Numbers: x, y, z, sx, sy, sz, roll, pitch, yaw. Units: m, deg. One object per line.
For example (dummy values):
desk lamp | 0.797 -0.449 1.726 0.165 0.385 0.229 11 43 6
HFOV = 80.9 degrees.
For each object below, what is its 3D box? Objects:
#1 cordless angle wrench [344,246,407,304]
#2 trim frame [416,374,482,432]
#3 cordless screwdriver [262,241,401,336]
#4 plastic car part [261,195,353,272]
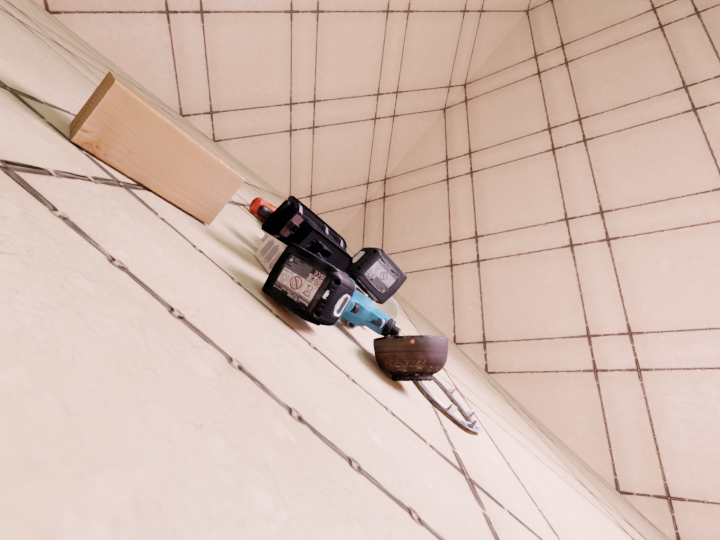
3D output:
cordless angle wrench | -0.029 -0.005 0.983 0.095 0.074 0.435 48 -11 -16
trim frame | 0.138 0.212 0.800 0.178 0.027 0.257 38 6 -20
cordless screwdriver | -0.027 0.045 0.608 0.165 0.074 0.240 30 -3 18
plastic car part | -0.065 -0.042 0.664 0.070 0.066 0.193 39 1 28
